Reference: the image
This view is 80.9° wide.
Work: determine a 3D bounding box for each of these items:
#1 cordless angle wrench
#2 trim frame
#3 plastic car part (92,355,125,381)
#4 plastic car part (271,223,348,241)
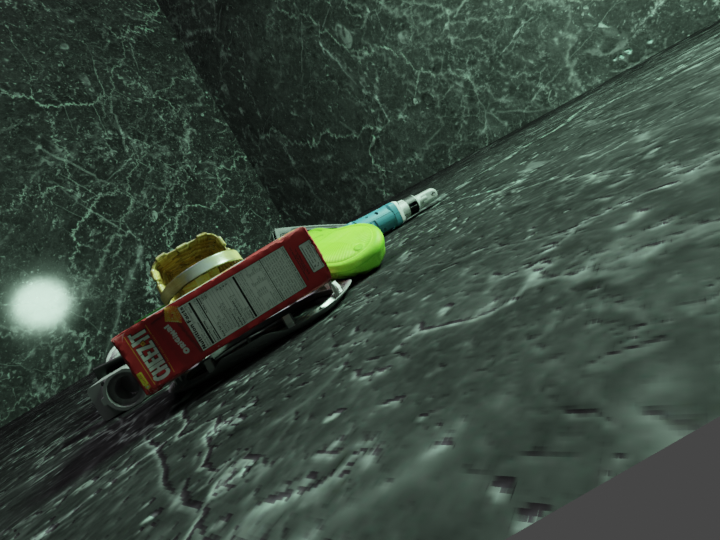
[{"bbox_3d":[-0.017,-0.066,0.841,0.417,0.074,0.099,-29,3,-15],"label":"cordless angle wrench"},{"bbox_3d":[-0.120,0.071,0.509,0.249,0.027,0.186,-28,9,1],"label":"trim frame"},{"bbox_3d":[-0.341,0.149,0.663,0.114,0.066,0.072,-29,5,-21],"label":"plastic car part"},{"bbox_3d":[-0.089,-0.058,0.913,0.198,0.069,0.066,-9,-31,-18],"label":"plastic car part"}]
